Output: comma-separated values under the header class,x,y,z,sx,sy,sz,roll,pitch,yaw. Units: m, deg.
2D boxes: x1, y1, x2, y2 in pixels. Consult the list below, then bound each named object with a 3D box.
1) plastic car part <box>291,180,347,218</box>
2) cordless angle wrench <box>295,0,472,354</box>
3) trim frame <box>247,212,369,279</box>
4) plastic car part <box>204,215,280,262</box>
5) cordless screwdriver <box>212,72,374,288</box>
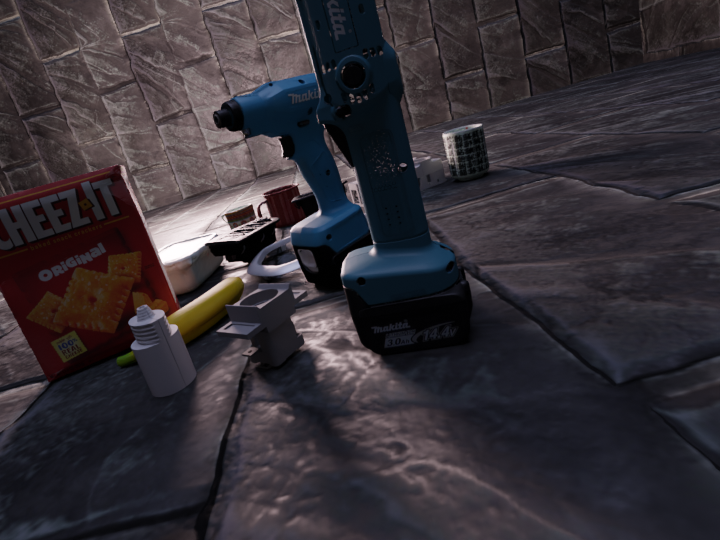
class,x,y,z,sx,sy,sz,roll,pitch,yaw
plastic car part,-0.075,-0.137,0.878,0.118,0.069,0.066,-13,17,10
cordless angle wrench,-0.004,-0.141,0.315,0.100,0.413,0.074,-12,16,14
trim frame,-0.067,-0.044,0.681,0.243,0.027,0.193,-25,21,-23
plastic car part,-0.194,-0.055,0.758,0.068,0.065,0.203,-11,20,15
cordless screwdriver,-0.067,-0.097,0.501,0.155,0.243,0.078,-27,19,-34
